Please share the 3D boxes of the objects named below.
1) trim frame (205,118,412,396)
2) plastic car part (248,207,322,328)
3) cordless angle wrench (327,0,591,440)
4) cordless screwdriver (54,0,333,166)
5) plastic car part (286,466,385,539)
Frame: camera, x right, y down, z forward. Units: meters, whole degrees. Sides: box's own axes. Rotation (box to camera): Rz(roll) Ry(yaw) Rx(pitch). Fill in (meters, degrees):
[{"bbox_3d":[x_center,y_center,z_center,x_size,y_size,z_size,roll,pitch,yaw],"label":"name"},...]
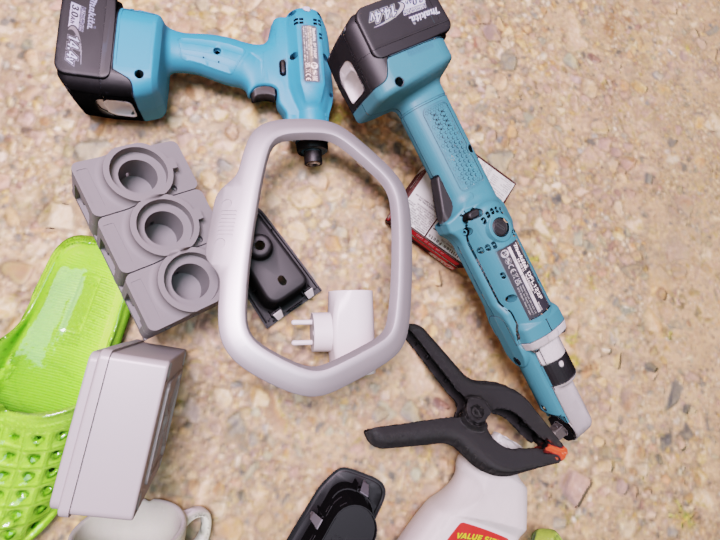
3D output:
[{"bbox_3d":[-0.036,-0.023,0.364,0.178,0.028,0.252,10,70,-21],"label":"trim frame"},{"bbox_3d":[-0.090,-0.012,0.392,0.065,0.072,0.116,-34,91,-15],"label":"plastic car part"},{"bbox_3d":[0.108,-0.037,0.387,0.096,0.076,0.421,-28,93,-18],"label":"cordless angle wrench"},{"bbox_3d":[-0.148,-0.179,0.412,0.244,0.075,0.161,-3,82,-13],"label":"cordless screwdriver"},{"bbox_3d":[-0.045,0.269,0.359,0.067,0.066,0.203,31,75,2],"label":"plastic car part"}]
